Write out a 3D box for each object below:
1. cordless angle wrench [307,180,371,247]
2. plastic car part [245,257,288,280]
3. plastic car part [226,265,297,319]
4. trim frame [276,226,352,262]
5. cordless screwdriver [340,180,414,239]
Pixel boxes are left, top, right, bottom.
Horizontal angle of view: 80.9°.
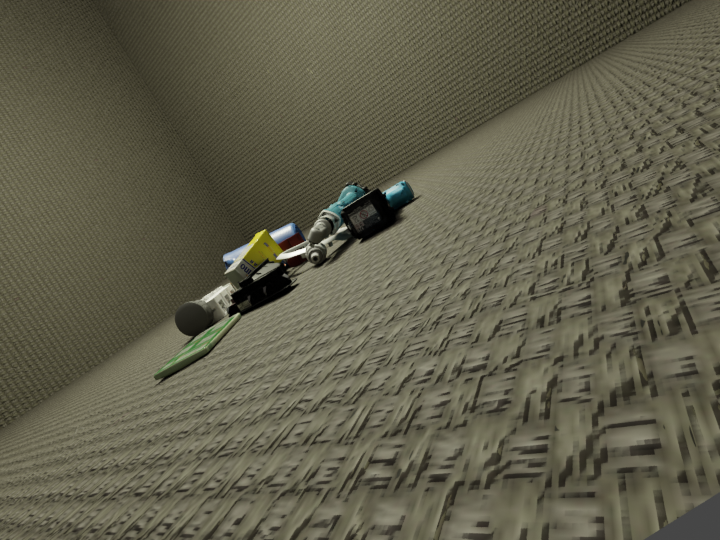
[{"bbox_3d":[-0.053,-0.139,1.036,0.422,0.075,0.097,-60,-6,-67],"label":"cordless angle wrench"},{"bbox_3d":[-0.211,0.016,0.996,0.073,0.064,0.116,-13,18,23],"label":"plastic car part"},{"bbox_3d":[-0.207,0.040,0.863,0.209,0.067,0.064,-21,6,38],"label":"plastic car part"},{"bbox_3d":[-0.103,-0.067,1.051,0.191,0.027,0.242,-15,10,33],"label":"trim frame"},{"bbox_3d":[0.024,-0.131,0.949,0.163,0.074,0.245,-28,7,25],"label":"cordless screwdriver"}]
